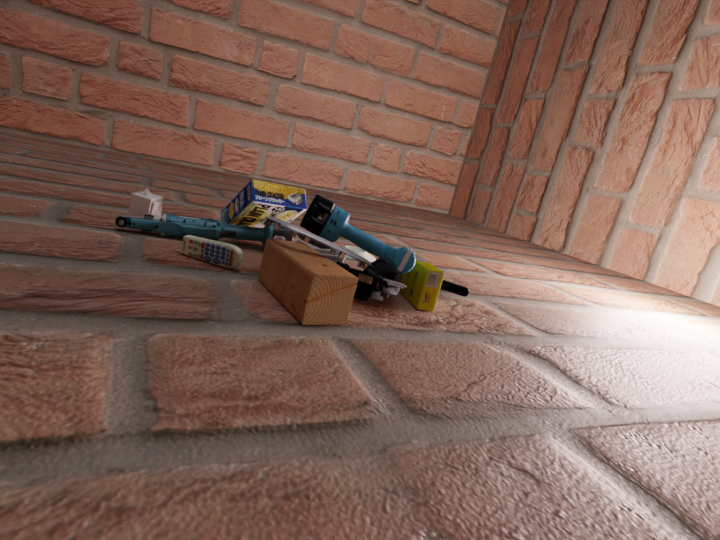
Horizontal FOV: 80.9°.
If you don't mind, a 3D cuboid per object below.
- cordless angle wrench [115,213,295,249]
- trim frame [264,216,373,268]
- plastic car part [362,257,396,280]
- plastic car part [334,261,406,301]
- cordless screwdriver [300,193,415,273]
[{"bbox_3d":[-0.374,-0.100,1.047,0.410,0.073,0.102,5,15,-19],"label":"cordless angle wrench"},{"bbox_3d":[-0.086,-0.056,0.874,0.243,0.027,0.188,23,1,-13],"label":"trim frame"},{"bbox_3d":[0.047,0.017,0.988,0.073,0.065,0.114,31,21,12],"label":"plastic car part"},{"bbox_3d":[-0.002,0.023,0.882,0.063,0.067,0.214,7,11,-39],"label":"plastic car part"},{"bbox_3d":[-0.006,-0.069,0.909,0.250,0.074,0.159,29,-1,1],"label":"cordless screwdriver"}]
